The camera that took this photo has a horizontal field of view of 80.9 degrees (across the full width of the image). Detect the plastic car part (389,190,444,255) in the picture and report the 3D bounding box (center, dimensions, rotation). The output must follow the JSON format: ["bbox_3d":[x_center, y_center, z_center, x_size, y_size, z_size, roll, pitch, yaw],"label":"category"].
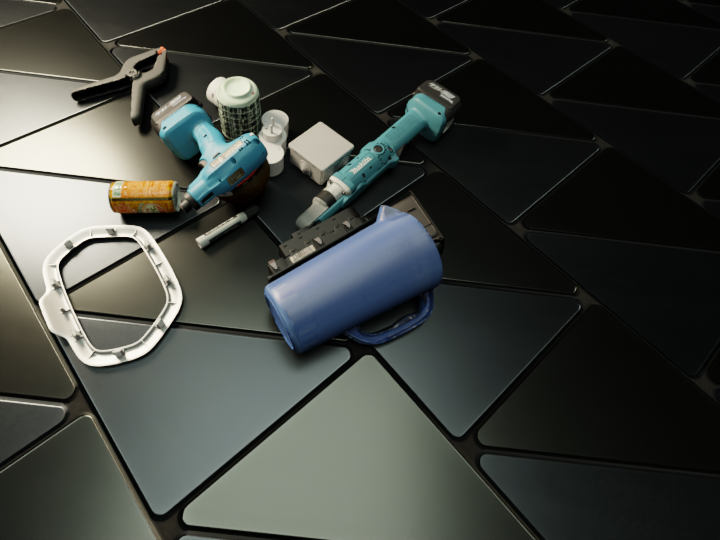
[{"bbox_3d":[0.085,-0.073,0.725,0.071,0.063,0.121,-28,63,-5],"label":"plastic car part"}]

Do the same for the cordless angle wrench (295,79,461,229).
[{"bbox_3d":[0.031,-0.210,0.792,0.101,0.073,0.419,39,67,13],"label":"cordless angle wrench"}]

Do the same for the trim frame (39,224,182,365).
[{"bbox_3d":[-0.384,0.026,0.645,0.181,0.027,0.258,-30,68,-19],"label":"trim frame"}]

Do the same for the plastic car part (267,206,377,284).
[{"bbox_3d":[-0.066,-0.043,0.678,0.200,0.064,0.070,-27,66,-15],"label":"plastic car part"}]

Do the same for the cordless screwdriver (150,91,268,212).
[{"bbox_3d":[-0.281,-0.202,0.718,0.158,0.071,0.263,-44,55,-9],"label":"cordless screwdriver"}]
